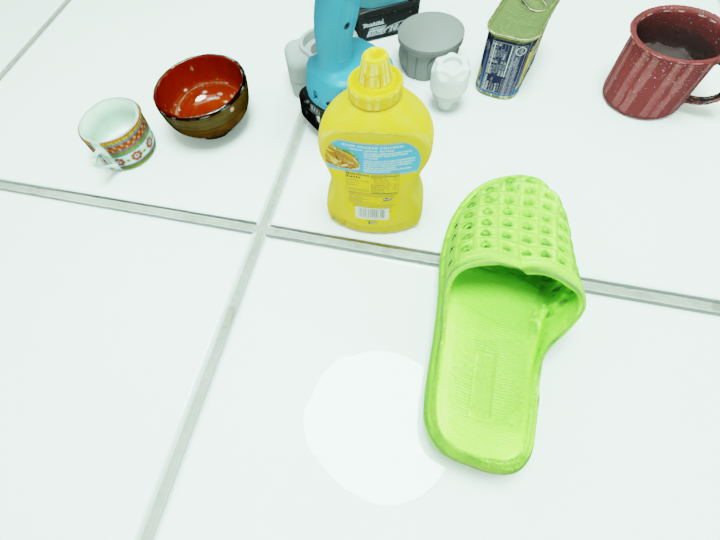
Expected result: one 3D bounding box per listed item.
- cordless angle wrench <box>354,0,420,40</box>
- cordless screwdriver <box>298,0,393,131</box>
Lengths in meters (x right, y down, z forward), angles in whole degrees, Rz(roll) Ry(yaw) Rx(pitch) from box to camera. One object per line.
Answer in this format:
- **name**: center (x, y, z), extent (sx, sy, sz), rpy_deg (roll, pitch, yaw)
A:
- **cordless angle wrench**: center (0.023, -0.452, 0.431), extent (0.098, 0.409, 0.077), rpy_deg (-13, 63, -4)
- **cordless screwdriver**: center (-0.001, -0.255, 0.422), extent (0.158, 0.240, 0.077), rpy_deg (-37, 67, -15)
